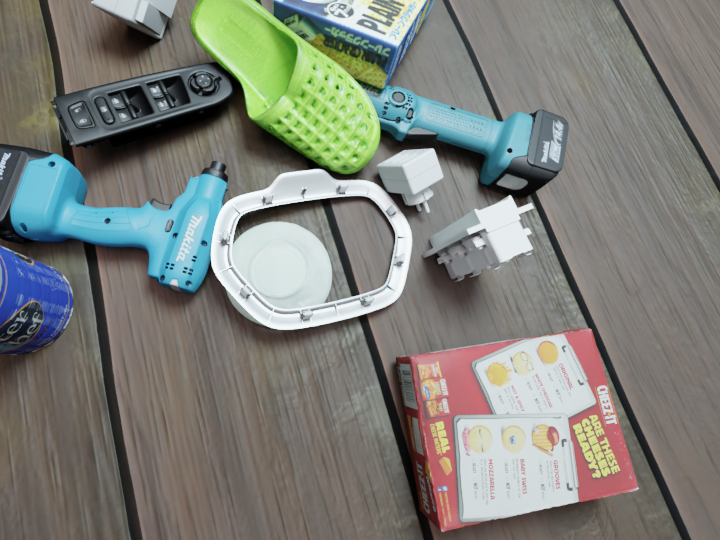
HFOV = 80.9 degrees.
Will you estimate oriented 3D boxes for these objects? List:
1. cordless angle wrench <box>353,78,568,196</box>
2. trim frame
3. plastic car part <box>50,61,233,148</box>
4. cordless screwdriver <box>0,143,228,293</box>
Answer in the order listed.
[{"bbox_3d":[0.044,-0.208,0.553,0.424,0.073,0.099,18,74,1],"label":"cordless angle wrench"},{"bbox_3d":[-0.048,-0.032,0.495,0.243,0.027,0.188,-11,73,-17],"label":"trim frame"},{"bbox_3d":[-0.249,-0.195,0.513,0.199,0.066,0.068,-28,75,-18],"label":"plastic car part"},{"bbox_3d":[-0.280,-0.080,0.478,0.246,0.074,0.161,15,73,-7],"label":"cordless screwdriver"}]
